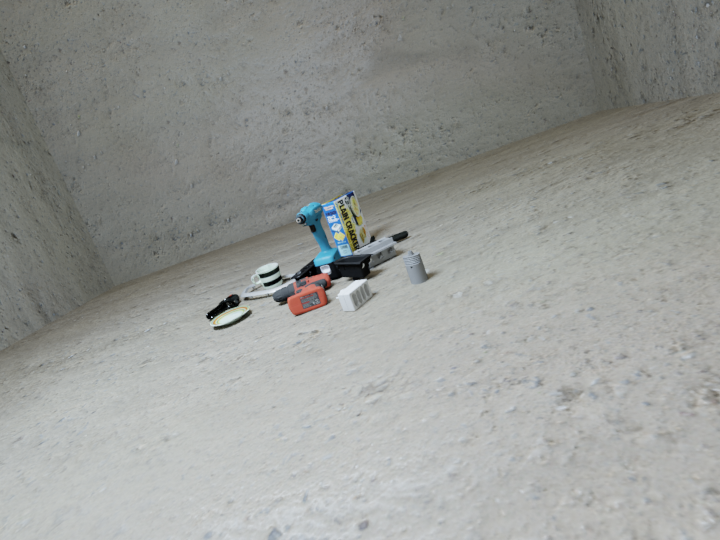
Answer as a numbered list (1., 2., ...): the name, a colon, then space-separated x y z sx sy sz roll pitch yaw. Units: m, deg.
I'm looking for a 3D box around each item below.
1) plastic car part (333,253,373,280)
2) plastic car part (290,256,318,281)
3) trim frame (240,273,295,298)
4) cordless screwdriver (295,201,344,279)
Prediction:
1. plastic car part: -0.016 -0.005 1.239 0.122 0.069 0.064 -6 19 45
2. plastic car part: -0.158 -0.004 1.425 0.069 0.066 0.198 -9 19 40
3. trim frame: -0.320 0.053 1.515 0.257 0.027 0.181 -12 18 30
4. cordless screwdriver: -0.130 -0.085 1.329 0.076 0.244 0.158 -16 13 21
